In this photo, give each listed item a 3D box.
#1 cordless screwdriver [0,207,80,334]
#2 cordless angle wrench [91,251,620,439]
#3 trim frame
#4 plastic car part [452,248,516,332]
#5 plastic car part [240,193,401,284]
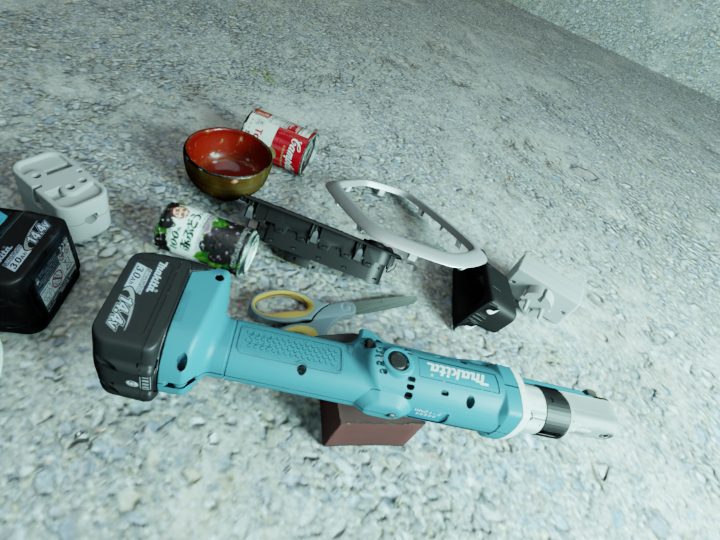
[{"bbox_3d":[-0.392,-0.027,0.381,0.245,0.073,0.165,5,46,-9],"label":"cordless screwdriver"},{"bbox_3d":[0.018,0.084,0.340,0.417,0.073,0.100,14,43,-8],"label":"cordless angle wrench"},{"bbox_3d":[0.054,-0.069,0.553,0.177,0.027,0.262,3,28,-28],"label":"trim frame"},{"bbox_3d":[0.159,0.029,0.525,0.070,0.066,0.118,32,39,-12],"label":"plastic car part"},{"bbox_3d":[-0.049,-0.032,0.503,0.203,0.066,0.067,17,83,1],"label":"plastic car part"}]
